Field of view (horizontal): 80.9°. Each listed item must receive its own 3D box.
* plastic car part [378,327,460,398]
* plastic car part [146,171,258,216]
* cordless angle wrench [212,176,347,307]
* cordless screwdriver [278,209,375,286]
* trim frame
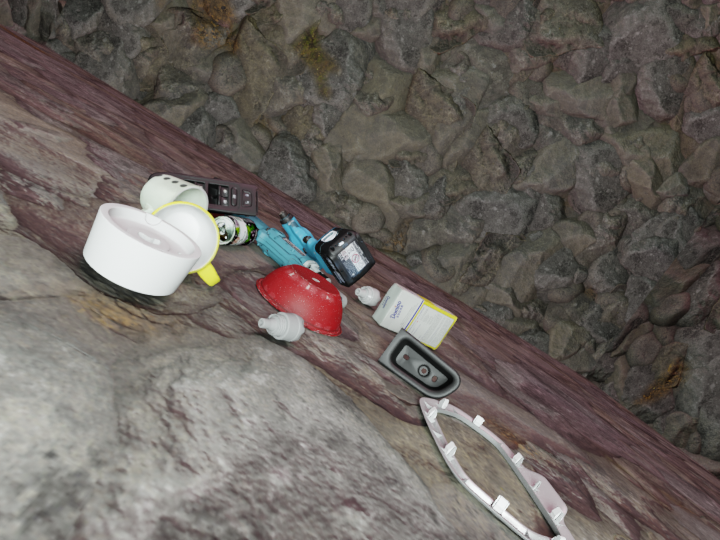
[{"bbox_3d":[0.095,0.154,0.671,0.120,0.066,0.069,36,-6,16],"label":"plastic car part"},{"bbox_3d":[-0.296,-0.139,0.789,0.194,0.067,0.069,6,-11,-31],"label":"plastic car part"},{"bbox_3d":[-0.182,-0.058,0.876,0.444,0.074,0.093,39,9,28],"label":"cordless angle wrench"},{"bbox_3d":[-0.085,-0.056,0.872,0.154,0.074,0.260,57,-19,-22],"label":"cordless screwdriver"},{"bbox_3d":[0.163,0.236,0.523,0.182,0.027,0.252,32,6,-9],"label":"trim frame"}]
